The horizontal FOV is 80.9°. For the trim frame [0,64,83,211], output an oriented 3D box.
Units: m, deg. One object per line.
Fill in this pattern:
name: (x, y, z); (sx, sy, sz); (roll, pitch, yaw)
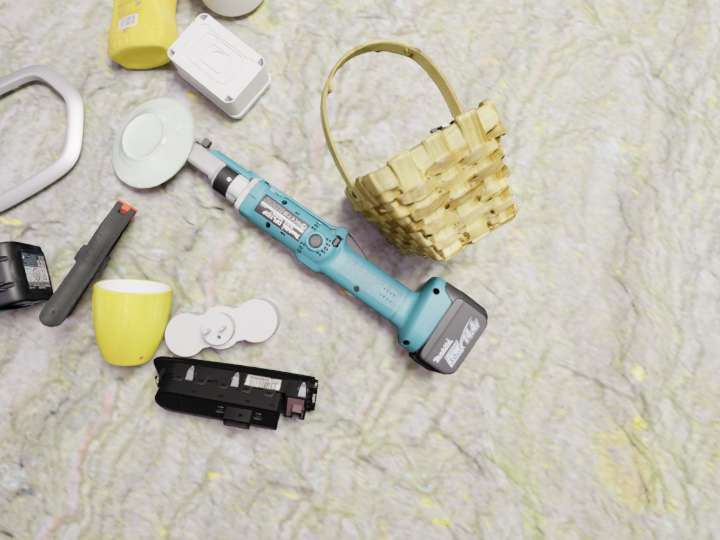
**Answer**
trim frame: (-0.490, -0.178, 0.577); (0.248, 0.027, 0.186); (-31, 85, 0)

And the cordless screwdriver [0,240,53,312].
cordless screwdriver: (-0.518, 0.035, 0.514); (0.244, 0.162, 0.074); (-16, 91, -17)

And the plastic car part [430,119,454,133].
plastic car part: (0.145, -0.147, 0.530); (0.066, 0.070, 0.118); (-19, 82, -1)

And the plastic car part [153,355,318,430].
plastic car part: (-0.156, 0.151, 0.506); (0.205, 0.064, 0.068); (11, 44, 5)

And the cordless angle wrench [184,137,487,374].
cordless angle wrench: (-0.052, -0.034, 0.527); (0.429, 0.073, 0.098); (35, 86, 7)
